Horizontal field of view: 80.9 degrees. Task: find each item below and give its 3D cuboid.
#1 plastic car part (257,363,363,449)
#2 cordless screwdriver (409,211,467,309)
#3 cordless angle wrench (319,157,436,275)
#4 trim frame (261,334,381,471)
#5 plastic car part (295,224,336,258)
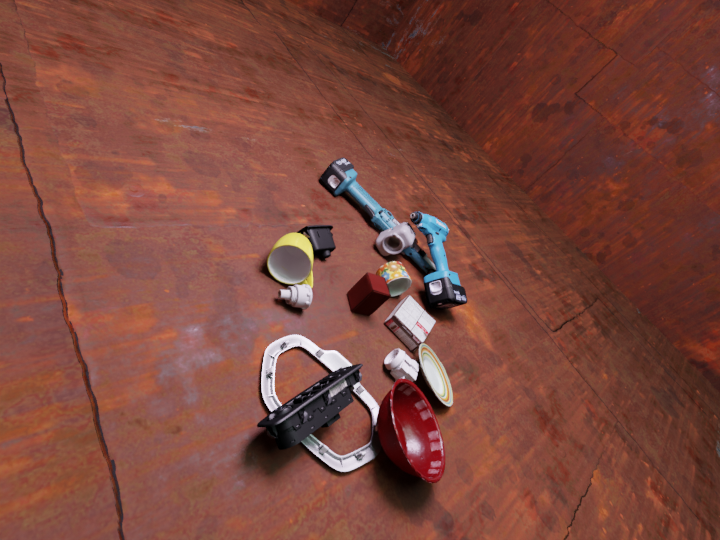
[{"bbox_3d":[-0.068,0.203,0.629,0.195,0.069,0.067,-13,87,-52],"label":"plastic car part"},{"bbox_3d":[0.190,-0.030,1.087,0.150,0.076,0.255,21,55,-48],"label":"cordless screwdriver"},{"bbox_3d":[0.063,-0.143,1.193,0.428,0.075,0.096,46,34,6],"label":"cordless angle wrench"},{"bbox_3d":[-0.059,0.208,0.697,0.251,0.028,0.182,40,32,3],"label":"trim frame"},{"bbox_3d":[-0.094,-0.061,0.959,0.111,0.067,0.072,-6,70,-52],"label":"plastic car part"}]
